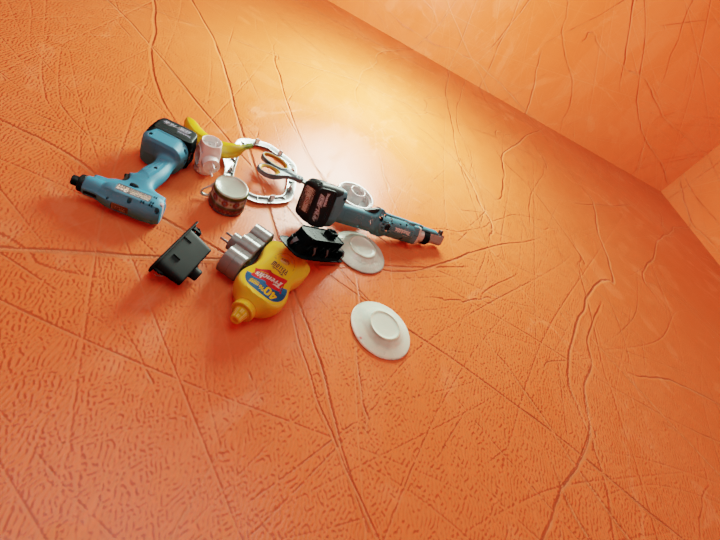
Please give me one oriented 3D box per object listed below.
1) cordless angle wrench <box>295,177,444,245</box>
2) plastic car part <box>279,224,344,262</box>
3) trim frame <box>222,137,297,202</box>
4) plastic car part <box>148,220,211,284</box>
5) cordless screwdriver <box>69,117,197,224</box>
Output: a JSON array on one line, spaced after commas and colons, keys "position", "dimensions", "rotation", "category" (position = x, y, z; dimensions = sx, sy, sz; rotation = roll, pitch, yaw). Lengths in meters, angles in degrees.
[{"position": [0.048, -0.113, 1.005], "dimensions": [0.402, 0.097, 0.078], "rotation": [13, 16, -34], "category": "cordless angle wrench"}, {"position": [-0.081, -0.053, 0.831], "dimensions": [0.068, 0.068, 0.195], "rotation": [56, 22, 13], "category": "plastic car part"}, {"position": [-0.238, -0.244, 1.011], "dimensions": [0.179, 0.027, 0.256], "rotation": [17, 43, -16], "category": "trim frame"}, {"position": [-0.298, -0.017, 0.717], "dimensions": [0.069, 0.067, 0.118], "rotation": [39, 41, -17], "category": "plastic car part"}, {"position": [-0.422, -0.203, 0.816], "dimensions": [0.155, 0.074, 0.255], "rotation": [20, 45, -15], "category": "cordless screwdriver"}]
